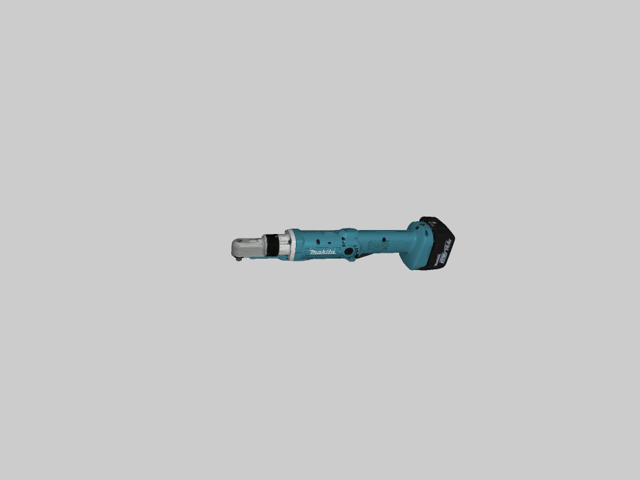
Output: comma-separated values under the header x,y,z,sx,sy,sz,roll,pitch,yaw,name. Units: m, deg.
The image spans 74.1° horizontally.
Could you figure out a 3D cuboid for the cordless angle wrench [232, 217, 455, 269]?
x,y,z,sx,sy,sz,roll,pitch,yaw,name
0.047,0.009,0.803,0.422,0.098,0.074,-1,33,-17,cordless angle wrench
